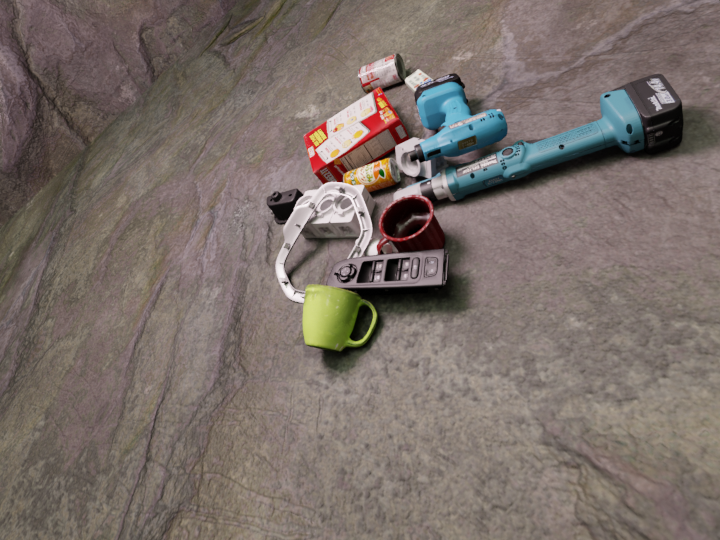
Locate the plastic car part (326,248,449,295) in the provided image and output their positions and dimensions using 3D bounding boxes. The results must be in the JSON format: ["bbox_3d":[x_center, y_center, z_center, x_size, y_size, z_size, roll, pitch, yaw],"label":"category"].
[{"bbox_3d":[0.043,0.009,0.686,0.211,0.063,0.067,-2,63,26],"label":"plastic car part"}]

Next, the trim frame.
[{"bbox_3d":[-0.078,-0.051,0.797,0.194,0.026,0.248,42,107,35],"label":"trim frame"}]

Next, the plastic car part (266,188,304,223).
[{"bbox_3d":[-0.169,-0.152,0.959,0.121,0.067,0.067,-4,54,29],"label":"plastic car part"}]

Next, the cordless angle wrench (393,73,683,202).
[{"bbox_3d":[0.249,-0.177,0.690,0.436,0.070,0.100,-15,50,28],"label":"cordless angle wrench"}]

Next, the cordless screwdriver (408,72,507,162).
[{"bbox_3d":[0.148,-0.279,0.785,0.161,0.071,0.257,-19,37,9],"label":"cordless screwdriver"}]
